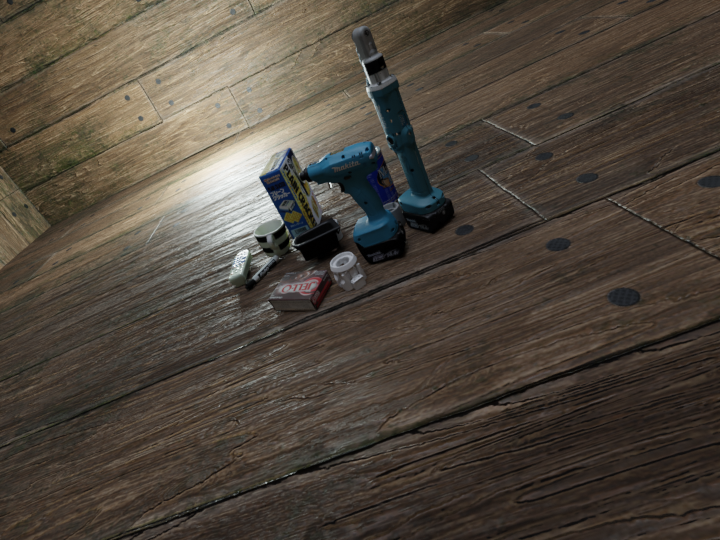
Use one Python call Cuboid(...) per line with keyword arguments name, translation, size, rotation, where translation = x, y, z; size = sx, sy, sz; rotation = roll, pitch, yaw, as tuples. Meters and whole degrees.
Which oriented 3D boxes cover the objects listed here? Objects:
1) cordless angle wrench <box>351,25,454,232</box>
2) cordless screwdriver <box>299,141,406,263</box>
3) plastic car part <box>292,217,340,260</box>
Cuboid(name="cordless angle wrench", translation=(0.078, -0.269, 0.842), size=(0.073, 0.406, 0.103), rotation=(-37, 30, -20))
Cuboid(name="cordless screwdriver", translation=(-0.010, -0.130, 0.866), size=(0.164, 0.239, 0.075), rotation=(-13, 30, 23))
Cuboid(name="plastic car part", translation=(-0.098, -0.064, 1.003), size=(0.116, 0.068, 0.069), rotation=(-30, 29, -5))
